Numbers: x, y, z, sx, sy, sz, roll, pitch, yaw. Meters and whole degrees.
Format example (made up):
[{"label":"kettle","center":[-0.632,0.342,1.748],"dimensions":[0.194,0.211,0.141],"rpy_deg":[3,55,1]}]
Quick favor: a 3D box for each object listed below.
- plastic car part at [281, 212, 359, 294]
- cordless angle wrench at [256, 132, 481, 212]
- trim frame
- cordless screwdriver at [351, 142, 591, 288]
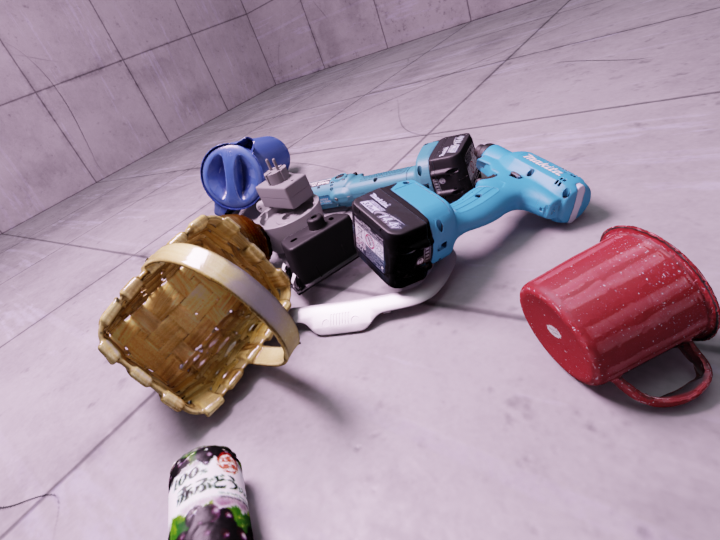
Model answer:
[{"label":"plastic car part","center":[-0.052,-0.034,0.530],"dimensions":[0.115,0.068,0.069],"rpy_deg":[-34,32,-12]},{"label":"cordless angle wrench","center":[-0.023,-0.138,0.721],"dimensions":[0.442,0.071,0.097],"rpy_deg":[-3,35,35]},{"label":"trim frame","center":[-0.009,0.007,0.522],"dimensions":[0.256,0.026,0.186],"rpy_deg":[-10,32,20]},{"label":"cordless screwdriver","center":[0.107,-0.083,0.487],"dimensions":[0.245,0.071,0.168],"rpy_deg":[-21,42,-14]}]
